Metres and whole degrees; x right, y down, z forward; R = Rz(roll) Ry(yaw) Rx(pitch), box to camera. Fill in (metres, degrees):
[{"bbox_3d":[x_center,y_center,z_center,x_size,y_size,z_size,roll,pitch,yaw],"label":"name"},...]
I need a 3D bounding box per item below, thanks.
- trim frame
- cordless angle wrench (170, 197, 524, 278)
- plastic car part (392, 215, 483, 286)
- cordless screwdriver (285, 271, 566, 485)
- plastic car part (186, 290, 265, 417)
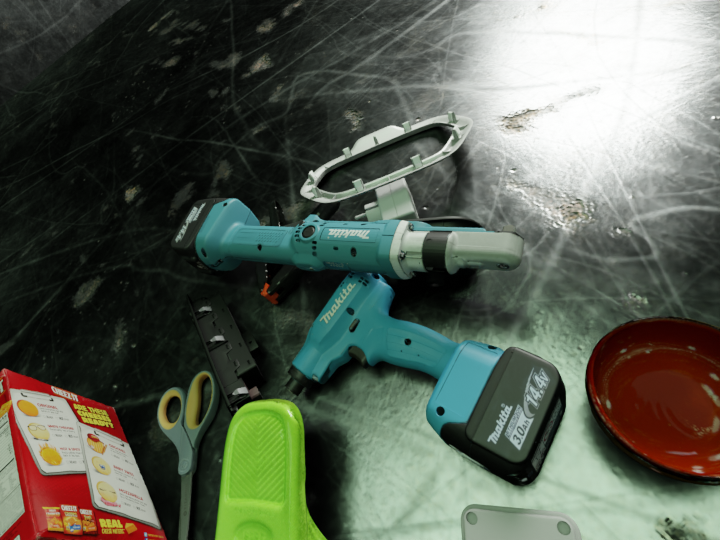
[{"bbox_3d":[0.028,-0.158,0.579,0.252,0.026,0.189,-22,30,13],"label":"trim frame"},{"bbox_3d":[-0.047,-0.031,0.481,0.444,0.070,0.099,5,62,34],"label":"cordless angle wrench"},{"bbox_3d":[0.076,-0.017,0.473,0.121,0.062,0.072,-1,69,24],"label":"plastic car part"},{"bbox_3d":[0.042,0.103,0.403,0.263,0.070,0.159,26,73,41],"label":"cordless screwdriver"},{"bbox_3d":[-0.167,0.091,0.523,0.066,0.063,0.215,-36,49,-13],"label":"plastic car part"}]
